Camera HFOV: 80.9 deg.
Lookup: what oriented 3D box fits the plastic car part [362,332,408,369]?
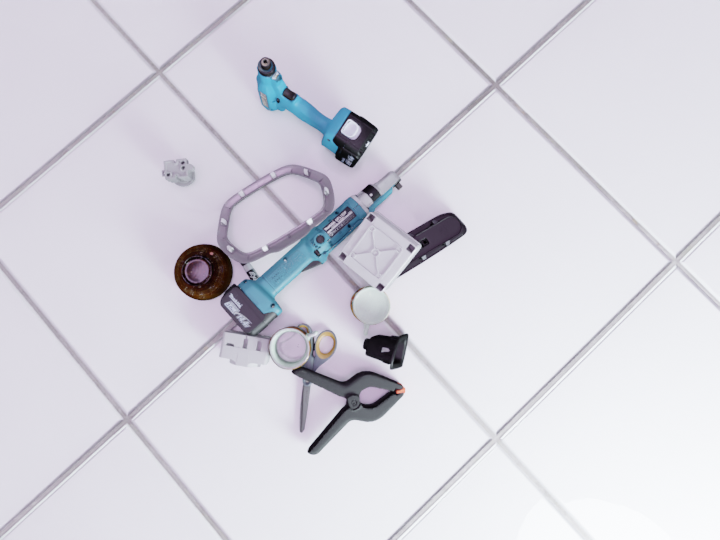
[{"bbox_3d":[0.042,0.143,0.778,0.074,0.111,0.066,10,85,22],"label":"plastic car part"}]

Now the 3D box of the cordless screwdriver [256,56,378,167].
[{"bbox_3d":[-0.089,-0.302,0.800,0.250,0.159,0.074,33,85,0],"label":"cordless screwdriver"}]

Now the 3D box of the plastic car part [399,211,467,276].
[{"bbox_3d":[0.115,-0.052,0.819,0.202,0.066,0.068,-30,80,-6],"label":"plastic car part"}]

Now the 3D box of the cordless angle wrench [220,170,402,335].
[{"bbox_3d":[-0.079,-0.052,0.809,0.420,0.074,0.099,-43,88,-11],"label":"cordless angle wrench"}]

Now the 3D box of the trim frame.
[{"bbox_3d":[-0.167,-0.114,0.812,0.248,0.026,0.193,-30,61,-4],"label":"trim frame"}]
